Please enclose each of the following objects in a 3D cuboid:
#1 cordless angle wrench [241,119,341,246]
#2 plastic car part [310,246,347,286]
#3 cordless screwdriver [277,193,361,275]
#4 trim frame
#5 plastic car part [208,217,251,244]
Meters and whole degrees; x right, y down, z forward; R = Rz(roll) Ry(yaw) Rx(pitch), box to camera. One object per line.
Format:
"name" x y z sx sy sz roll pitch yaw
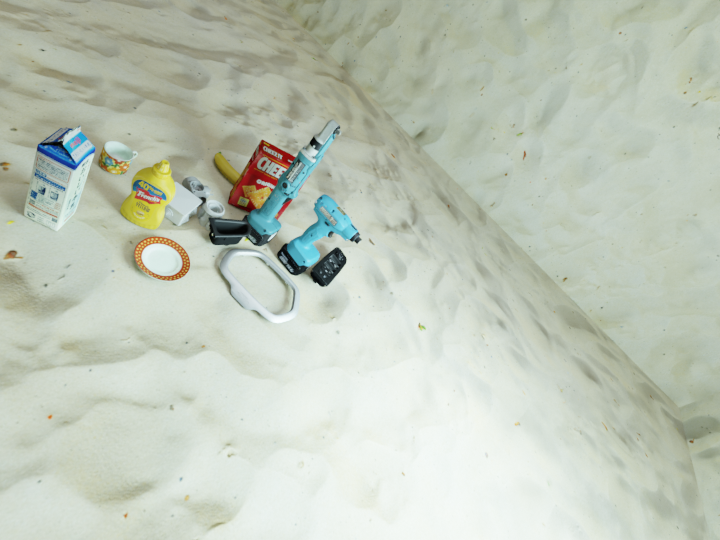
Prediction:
"cordless angle wrench" -0.186 -0.229 1.118 0.099 0.427 0.073 47 35 2
"plastic car part" -0.097 -0.006 1.276 0.066 0.068 0.201 42 34 -2
"cordless screwdriver" -0.115 -0.075 1.173 0.162 0.251 0.072 49 35 7
"trim frame" -0.260 0.035 1.109 0.251 0.028 0.181 44 34 4
"plastic car part" -0.353 -0.094 1.123 0.111 0.071 0.069 1 53 -44
